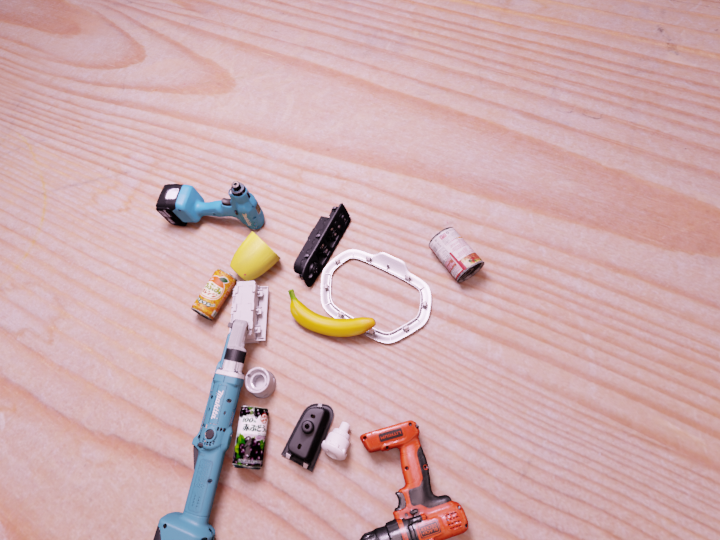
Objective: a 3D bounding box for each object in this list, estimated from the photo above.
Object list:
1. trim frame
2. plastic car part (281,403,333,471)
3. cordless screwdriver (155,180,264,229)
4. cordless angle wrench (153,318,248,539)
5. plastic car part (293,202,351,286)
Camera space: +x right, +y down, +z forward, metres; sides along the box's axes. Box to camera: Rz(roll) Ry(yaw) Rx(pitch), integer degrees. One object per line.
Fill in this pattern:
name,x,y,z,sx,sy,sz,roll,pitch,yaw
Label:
trim frame,0.028,0.046,0.908,0.258,0.026,0.184,26,68,21
plastic car part,-0.096,0.295,0.773,0.068,0.069,0.117,21,70,13
cordless screwdriver,-0.361,-0.162,0.998,0.254,0.153,0.075,6,65,12
cordless angle wrench,-0.266,0.298,0.768,0.100,0.072,0.429,6,70,10
plastic car part,-0.094,-0.061,0.961,0.070,0.063,0.204,14,65,23
